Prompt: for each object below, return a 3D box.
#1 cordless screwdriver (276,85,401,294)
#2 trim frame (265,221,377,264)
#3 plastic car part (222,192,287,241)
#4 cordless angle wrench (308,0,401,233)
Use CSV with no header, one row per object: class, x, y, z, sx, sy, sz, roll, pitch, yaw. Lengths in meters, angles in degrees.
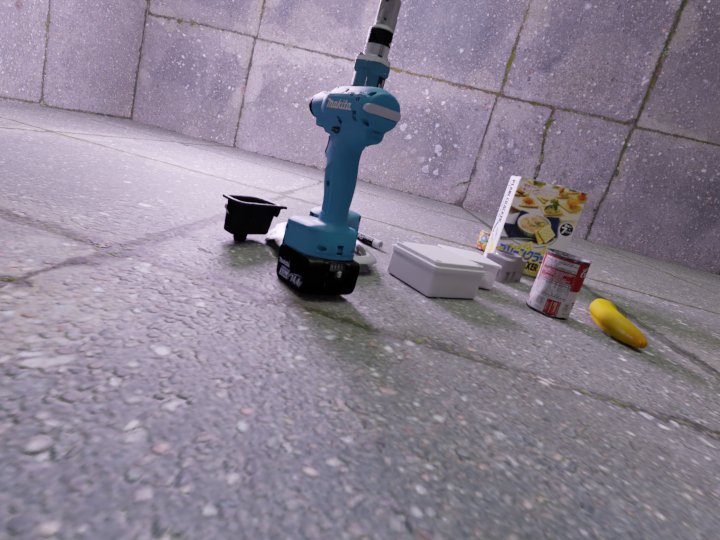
cordless screwdriver,-0.044,-0.103,0.530,0.071,0.246,0.168,6,17,-36
trim frame,-0.071,-0.046,0.724,0.180,0.027,0.256,11,15,-13
plastic car part,-0.180,-0.082,0.670,0.069,0.070,0.113,21,16,21
cordless angle wrench,-0.007,-0.232,0.698,0.078,0.419,0.094,22,14,23
